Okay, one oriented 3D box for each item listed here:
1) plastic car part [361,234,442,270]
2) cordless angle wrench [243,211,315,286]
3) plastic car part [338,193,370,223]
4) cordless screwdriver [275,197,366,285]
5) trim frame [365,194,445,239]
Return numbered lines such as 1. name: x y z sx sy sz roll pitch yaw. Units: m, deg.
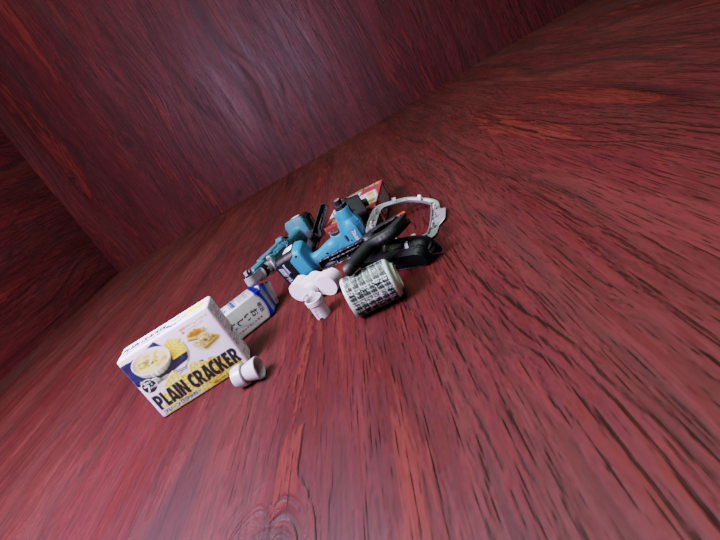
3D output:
1. plastic car part: 0.068 -0.030 0.889 0.211 0.063 0.067 -13 37 38
2. cordless angle wrench: -0.223 -0.058 1.203 0.076 0.095 0.423 -23 18 22
3. plastic car part: -0.010 -0.162 1.109 0.071 0.063 0.122 -24 51 4
4. cordless screwdriver: -0.104 -0.068 1.059 0.253 0.153 0.076 -25 23 20
5. trim frame: 0.110 -0.130 1.022 0.189 0.026 0.250 0 31 15
